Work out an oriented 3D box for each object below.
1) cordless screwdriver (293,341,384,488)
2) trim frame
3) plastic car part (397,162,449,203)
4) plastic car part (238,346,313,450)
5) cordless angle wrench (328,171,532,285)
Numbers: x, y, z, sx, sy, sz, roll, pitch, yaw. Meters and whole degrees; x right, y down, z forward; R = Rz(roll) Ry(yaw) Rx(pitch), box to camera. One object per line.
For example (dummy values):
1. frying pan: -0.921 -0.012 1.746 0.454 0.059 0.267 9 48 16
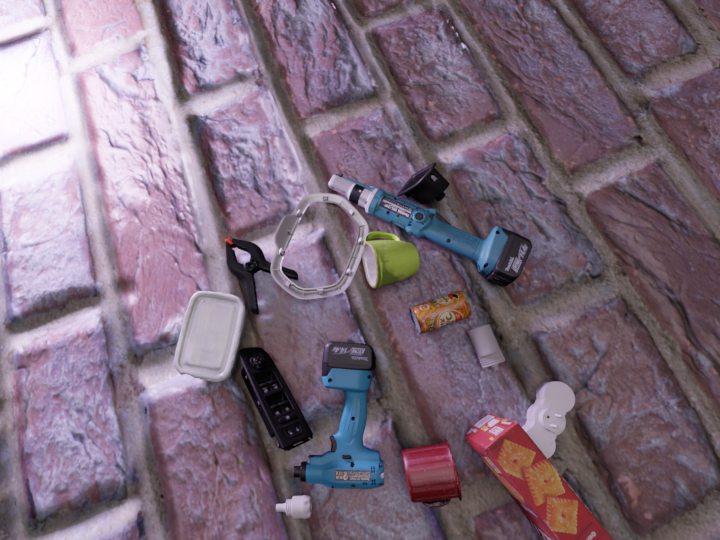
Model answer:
1. cordless screwdriver: -0.042 0.257 0.767 0.160 0.073 0.252 -2 76 3
2. trim frame: -0.086 -0.056 0.878 0.186 0.027 0.250 20 70 6
3. plastic car part: 0.140 -0.171 0.876 0.069 0.119 0.066 39 77 -14
4. plastic car part: -0.166 0.231 0.774 0.064 0.067 0.212 -12 55 -36
5. cordless angle wrench: 0.121 -0.102 0.872 0.435 0.072 0.098 26 76 14
